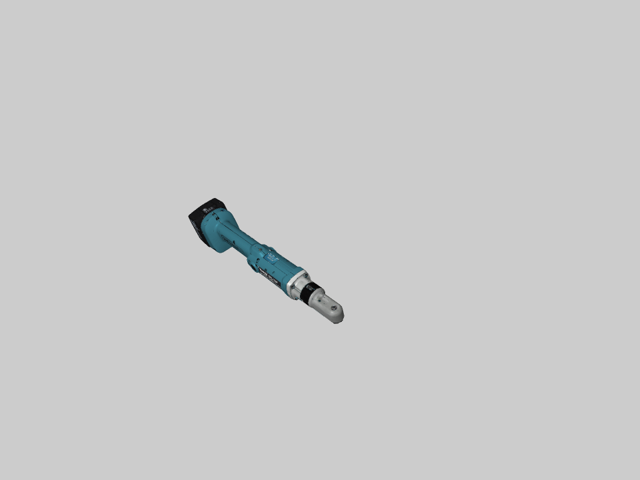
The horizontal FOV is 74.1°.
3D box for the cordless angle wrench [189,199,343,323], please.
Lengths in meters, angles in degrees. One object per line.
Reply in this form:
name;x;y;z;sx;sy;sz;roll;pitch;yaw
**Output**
cordless angle wrench;-0.112;0.039;0.833;0.074;0.098;0.423;-40;49;-24
